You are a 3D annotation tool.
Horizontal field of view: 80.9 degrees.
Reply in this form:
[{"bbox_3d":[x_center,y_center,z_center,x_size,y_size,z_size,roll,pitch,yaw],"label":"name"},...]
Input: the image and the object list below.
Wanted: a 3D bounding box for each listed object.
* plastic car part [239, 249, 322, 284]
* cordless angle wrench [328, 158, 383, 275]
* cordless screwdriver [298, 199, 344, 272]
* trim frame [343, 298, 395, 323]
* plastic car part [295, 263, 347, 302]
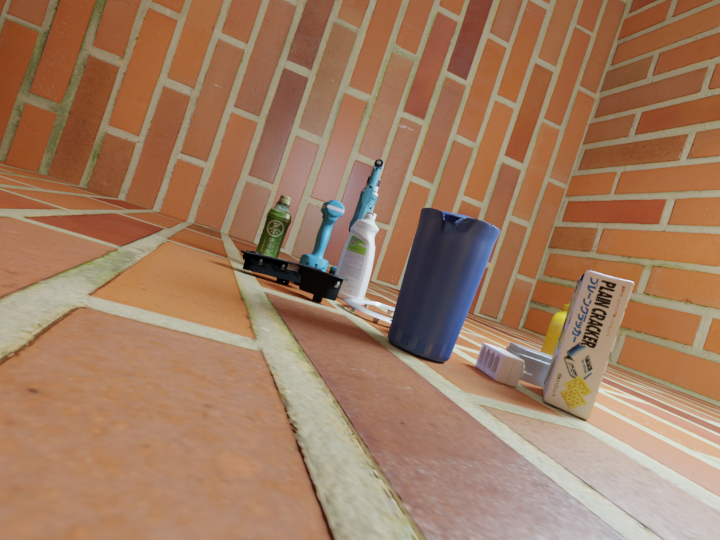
[{"bbox_3d":[-0.200,-0.004,1.026,0.199,0.067,0.068,18,1,-12],"label":"plastic car part"},{"bbox_3d":[-0.006,-0.133,1.279,0.076,0.423,0.096,19,0,8],"label":"cordless angle wrench"},{"bbox_3d":[-0.115,-0.075,1.180,0.073,0.248,0.163,19,0,-14],"label":"cordless screwdriver"},{"bbox_3d":[0.064,0.106,1.004,0.194,0.027,0.236,19,2,32],"label":"trim frame"},{"bbox_3d":[-0.091,0.033,0.926,0.123,0.071,0.062,19,1,40],"label":"plastic car part"}]
